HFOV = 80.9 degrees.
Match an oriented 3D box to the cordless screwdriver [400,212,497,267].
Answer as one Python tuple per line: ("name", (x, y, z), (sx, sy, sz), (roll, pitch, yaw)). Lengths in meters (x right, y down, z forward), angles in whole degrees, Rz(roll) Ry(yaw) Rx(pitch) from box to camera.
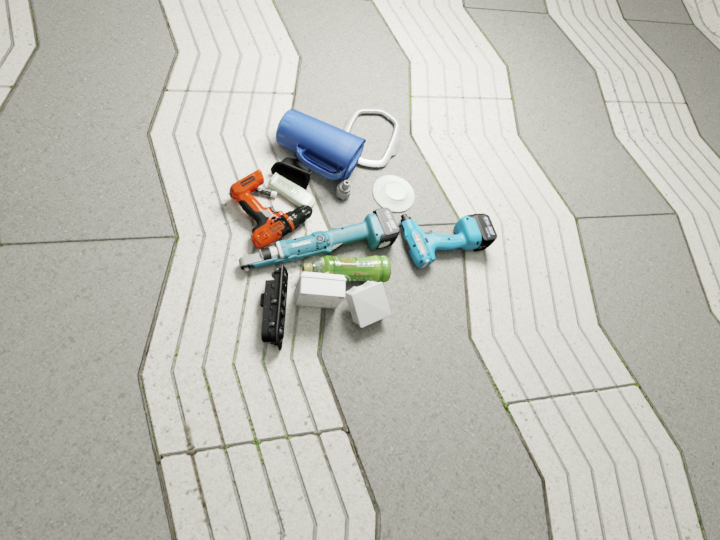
("cordless screwdriver", (0.239, -0.108, 1.184), (0.244, 0.073, 0.164), (-14, 68, -13))

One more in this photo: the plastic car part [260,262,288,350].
("plastic car part", (-0.206, 0.087, 1.008), (0.067, 0.065, 0.208), (-3, 65, -4))

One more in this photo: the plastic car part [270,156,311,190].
("plastic car part", (-0.188, -0.288, 1.202), (0.118, 0.065, 0.071), (27, 47, 5))

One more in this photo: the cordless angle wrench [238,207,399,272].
("cordless angle wrench", (-0.108, -0.070, 1.102), (0.415, 0.073, 0.101), (-15, 69, -15))

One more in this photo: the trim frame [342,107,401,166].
("trim frame", (0.037, -0.420, 1.324), (0.184, 0.027, 0.251), (20, 61, 0))
